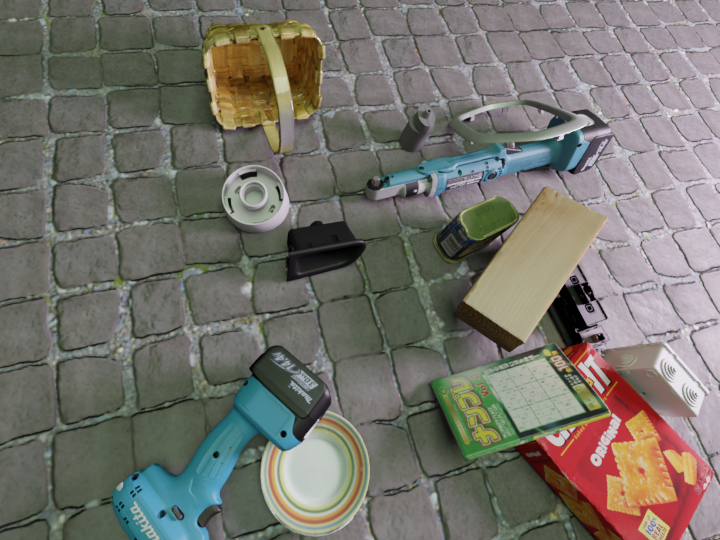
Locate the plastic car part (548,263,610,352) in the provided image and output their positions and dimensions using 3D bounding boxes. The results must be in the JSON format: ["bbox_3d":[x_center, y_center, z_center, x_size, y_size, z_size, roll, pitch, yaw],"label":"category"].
[{"bbox_3d":[0.315,0.026,0.648,0.065,0.066,0.209,-17,69,-10],"label":"plastic car part"}]

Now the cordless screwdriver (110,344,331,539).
[{"bbox_3d":[-0.127,0.215,0.460,0.165,0.072,0.247,41,74,18],"label":"cordless screwdriver"}]

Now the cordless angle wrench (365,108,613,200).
[{"bbox_3d":[0.206,-0.176,0.702,0.417,0.095,0.078,-16,56,-11],"label":"cordless angle wrench"}]

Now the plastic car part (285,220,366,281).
[{"bbox_3d":[-0.060,-0.039,0.611,0.114,0.065,0.074,-16,58,-21],"label":"plastic car part"}]

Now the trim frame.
[{"bbox_3d":[0.250,-0.244,0.693,0.186,0.026,0.255,-13,29,4],"label":"trim frame"}]
